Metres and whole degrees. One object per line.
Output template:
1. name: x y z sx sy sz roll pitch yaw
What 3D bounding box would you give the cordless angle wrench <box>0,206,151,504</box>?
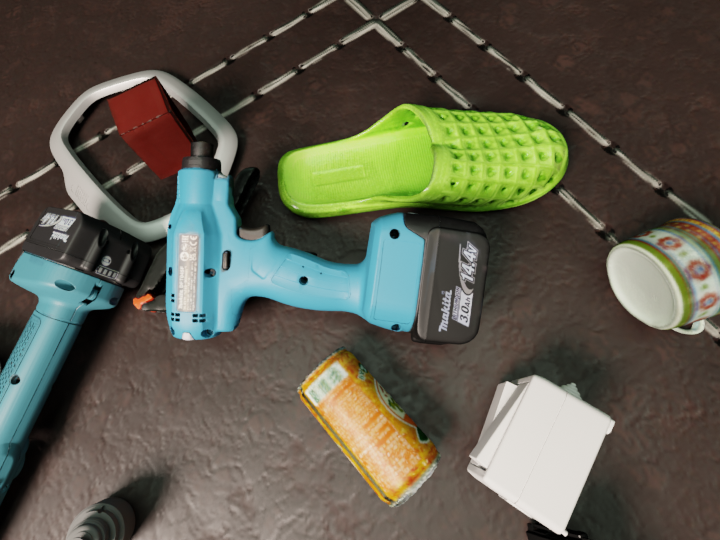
1. cordless angle wrench: -0.306 0.154 0.342 0.103 0.070 0.426 9 73 33

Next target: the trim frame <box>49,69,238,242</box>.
1. trim frame: -0.247 -0.136 0.475 0.257 0.027 0.183 41 78 18

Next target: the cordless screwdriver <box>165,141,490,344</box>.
1. cordless screwdriver: -0.033 -0.022 0.341 0.251 0.074 0.159 2 92 4

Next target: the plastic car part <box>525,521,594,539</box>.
1. plastic car part: 0.169 0.264 0.245 0.065 0.066 0.209 0 65 -22
